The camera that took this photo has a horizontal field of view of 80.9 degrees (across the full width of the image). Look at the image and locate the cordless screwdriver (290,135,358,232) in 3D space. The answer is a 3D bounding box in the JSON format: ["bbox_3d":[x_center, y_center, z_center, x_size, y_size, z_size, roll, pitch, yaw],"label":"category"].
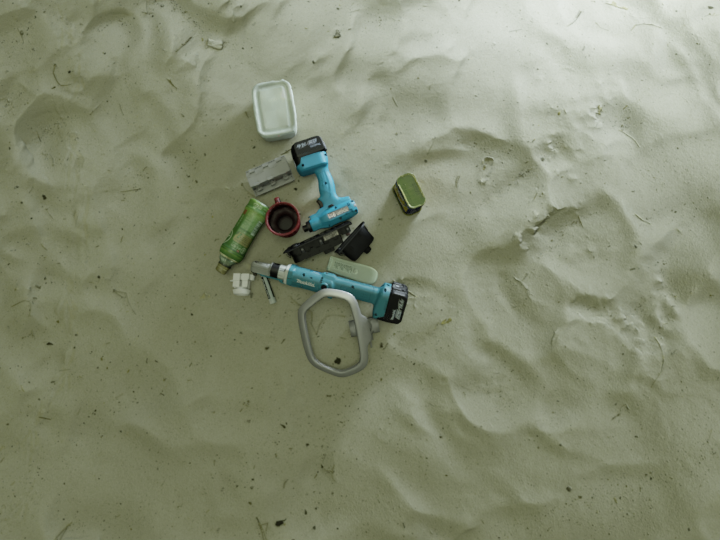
[{"bbox_3d":[-0.127,-0.235,1.171,0.158,0.074,0.251,-24,85,-4],"label":"cordless screwdriver"}]

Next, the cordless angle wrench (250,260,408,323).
[{"bbox_3d":[-0.091,0.037,1.123,0.429,0.074,0.096,14,112,7],"label":"cordless angle wrench"}]

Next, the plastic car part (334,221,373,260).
[{"bbox_3d":[-0.006,-0.070,1.154,0.116,0.067,0.070,-45,100,-6],"label":"plastic car part"}]

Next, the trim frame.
[{"bbox_3d":[-0.067,0.164,1.102,0.188,0.027,0.245,-9,99,15],"label":"trim frame"}]

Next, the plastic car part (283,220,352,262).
[{"bbox_3d":[-0.113,-0.074,1.161,0.203,0.068,0.065,-20,108,0],"label":"plastic car part"}]
